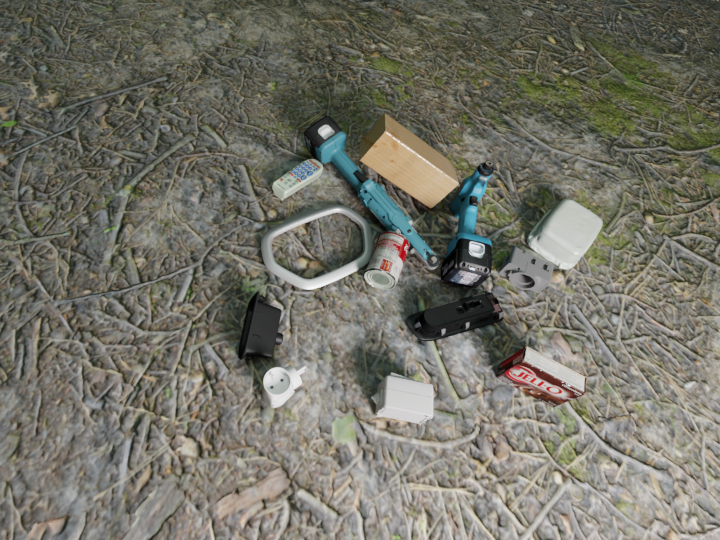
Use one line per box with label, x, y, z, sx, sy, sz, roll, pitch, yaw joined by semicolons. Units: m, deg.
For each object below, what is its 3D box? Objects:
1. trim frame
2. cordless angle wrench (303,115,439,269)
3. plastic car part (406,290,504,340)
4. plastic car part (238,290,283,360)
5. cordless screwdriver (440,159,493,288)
trim frame;-0.086;-0.056;0.880;0.243;0.027;0.191;-26;66;-22
cordless angle wrench;0.026;-0.168;0.938;0.074;0.095;0.437;-36;72;-8
plastic car part;0.189;0.085;0.813;0.199;0.066;0.068;-14;69;-15
plastic car part;-0.171;0.107;0.744;0.069;0.066;0.119;14;58;-20
cordless screwdriver;0.232;-0.099;0.880;0.074;0.157;0.253;14;58;-5
